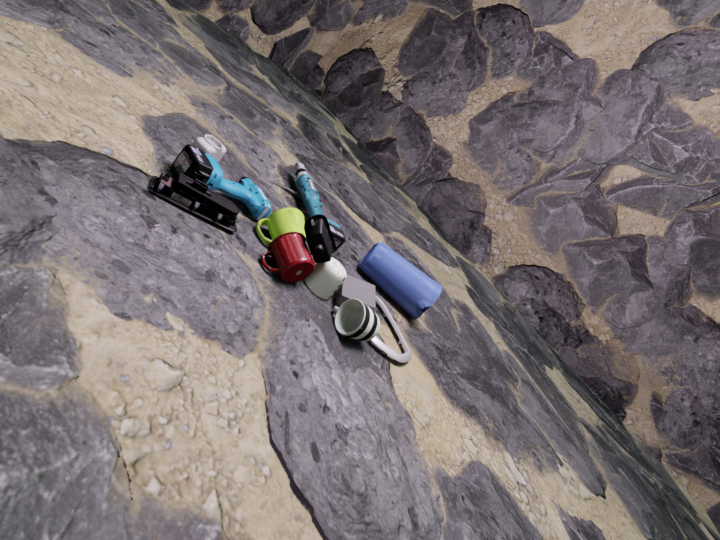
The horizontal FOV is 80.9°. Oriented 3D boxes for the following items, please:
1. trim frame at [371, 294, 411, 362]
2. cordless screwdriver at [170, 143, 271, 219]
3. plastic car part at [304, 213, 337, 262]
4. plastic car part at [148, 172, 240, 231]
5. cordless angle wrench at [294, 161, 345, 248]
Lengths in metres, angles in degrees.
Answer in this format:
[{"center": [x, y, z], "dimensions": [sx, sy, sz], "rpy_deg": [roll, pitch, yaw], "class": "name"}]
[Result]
[{"center": [0.049, 0.135, 1.100], "dimensions": [0.174, 0.028, 0.261], "rpy_deg": [22, 27, -43], "class": "trim frame"}, {"center": [-0.334, -0.220, 1.026], "dimensions": [0.235, 0.075, 0.168], "rpy_deg": [25, 23, -50], "class": "cordless screwdriver"}, {"center": [-0.094, -0.062, 0.963], "dimensions": [0.111, 0.067, 0.073], "rpy_deg": [76, 7, -46], "class": "plastic car part"}, {"center": [-0.340, -0.152, 0.901], "dimensions": [0.193, 0.067, 0.069], "rpy_deg": [34, 16, -32], "class": "plastic car part"}, {"center": [-0.154, -0.225, 1.337], "dimensions": [0.092, 0.075, 0.443], "rpy_deg": [26, 28, -40], "class": "cordless angle wrench"}]
